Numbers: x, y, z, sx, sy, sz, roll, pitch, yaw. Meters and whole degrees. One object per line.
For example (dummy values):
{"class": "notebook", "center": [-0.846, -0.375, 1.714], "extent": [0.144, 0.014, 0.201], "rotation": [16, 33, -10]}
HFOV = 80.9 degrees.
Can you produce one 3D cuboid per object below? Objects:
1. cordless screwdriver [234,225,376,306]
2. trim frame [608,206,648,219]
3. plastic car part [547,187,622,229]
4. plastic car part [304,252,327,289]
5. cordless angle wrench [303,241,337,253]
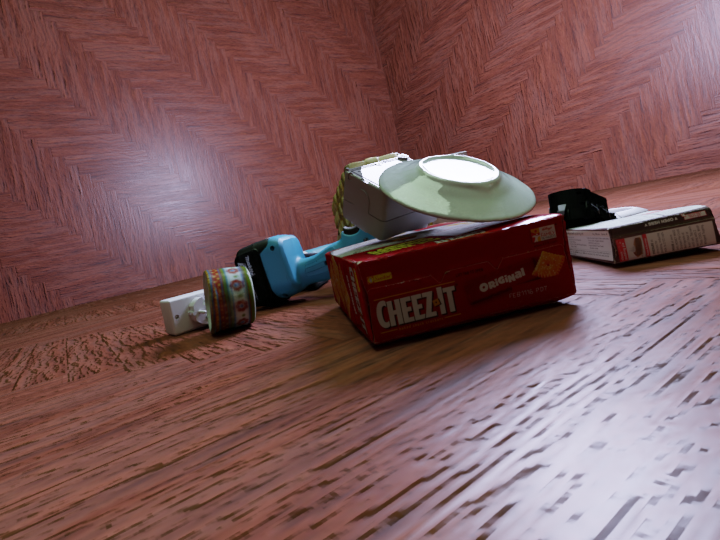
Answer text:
{"class": "cordless screwdriver", "center": [-0.059, -0.039, 0.606], "extent": [0.255, 0.159, 0.072], "rotation": [-13, 2, 21]}
{"class": "trim frame", "center": [0.363, -0.079, 0.747], "extent": [0.247, 0.027, 0.186], "rotation": [-11, 5, -6]}
{"class": "plastic car part", "center": [0.298, -0.077, 0.565], "extent": [0.069, 0.067, 0.194], "rotation": [-1, 5, 41]}
{"class": "plastic car part", "center": [-0.104, 0.008, 0.766], "extent": [0.072, 0.066, 0.115], "rotation": [-26, -1, 9]}
{"class": "cordless angle wrench", "center": [-0.018, -0.042, 0.899], "extent": [0.413, 0.097, 0.077], "rotation": [-18, 8, -21]}
